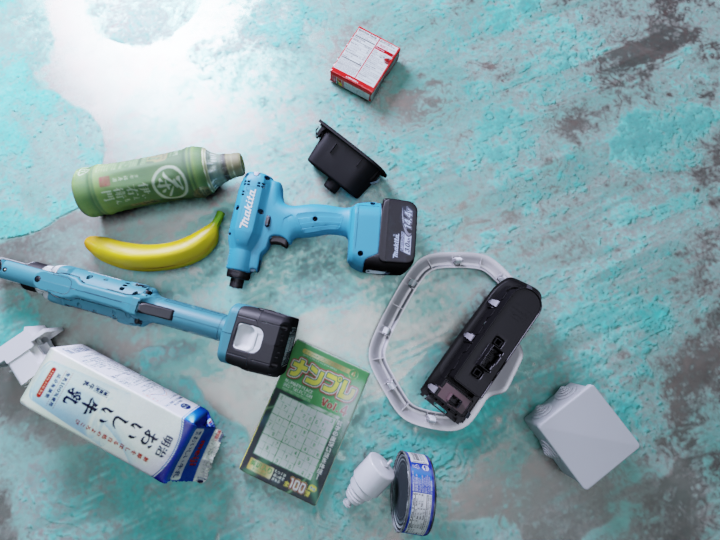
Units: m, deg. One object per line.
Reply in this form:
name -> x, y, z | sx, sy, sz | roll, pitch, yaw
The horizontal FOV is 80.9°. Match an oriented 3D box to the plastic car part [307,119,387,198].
plastic car part -> -0.028, -0.147, 0.598 | 0.117, 0.065, 0.071 | 42, 97, 2

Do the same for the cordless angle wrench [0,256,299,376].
cordless angle wrench -> -0.294, 0.043, 0.550 | 0.428, 0.096, 0.075 | 14, 81, 7

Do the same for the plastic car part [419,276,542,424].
plastic car part -> 0.160, 0.092, 0.528 | 0.068, 0.066, 0.202 | 36, 79, 10

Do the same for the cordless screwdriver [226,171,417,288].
cordless screwdriver -> -0.055, -0.036, 0.568 | 0.251, 0.073, 0.160 | 10, 80, 5

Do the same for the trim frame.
trim frame -> 0.121, 0.088, 0.566 | 0.186, 0.027, 0.248 | 30, 79, 4
